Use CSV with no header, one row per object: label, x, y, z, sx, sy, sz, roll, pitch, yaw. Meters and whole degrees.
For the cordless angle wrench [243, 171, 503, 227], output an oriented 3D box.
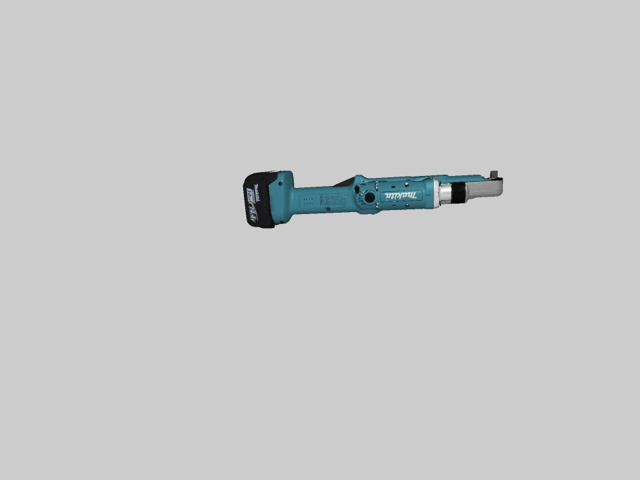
cordless angle wrench,0.083,-0.077,0.718,0.423,0.098,0.074,-2,13,11
